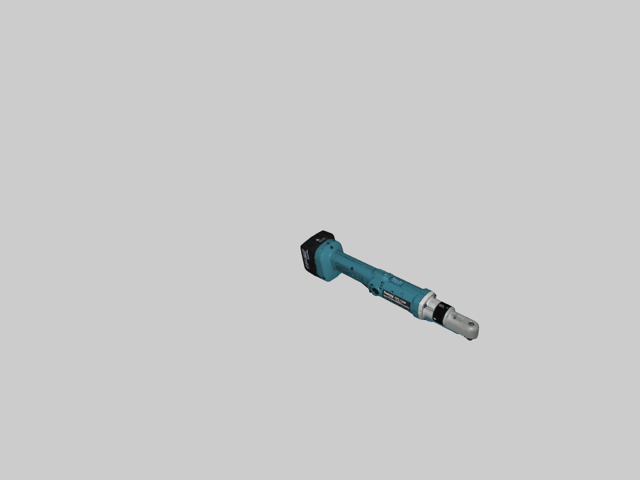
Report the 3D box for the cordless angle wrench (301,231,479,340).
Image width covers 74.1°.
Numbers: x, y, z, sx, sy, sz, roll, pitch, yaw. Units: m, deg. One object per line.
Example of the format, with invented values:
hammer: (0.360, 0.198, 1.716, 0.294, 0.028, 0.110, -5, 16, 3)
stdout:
cordless angle wrench: (0.131, 0.093, 0.887, 0.423, 0.098, 0.074, 25, 48, 39)
